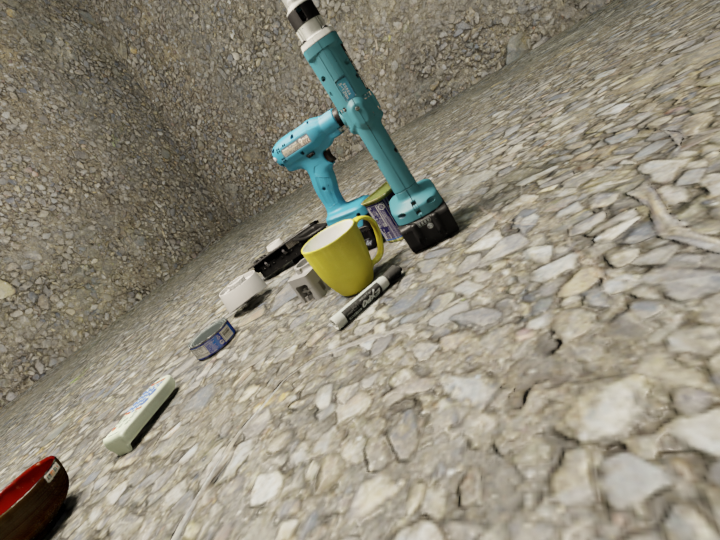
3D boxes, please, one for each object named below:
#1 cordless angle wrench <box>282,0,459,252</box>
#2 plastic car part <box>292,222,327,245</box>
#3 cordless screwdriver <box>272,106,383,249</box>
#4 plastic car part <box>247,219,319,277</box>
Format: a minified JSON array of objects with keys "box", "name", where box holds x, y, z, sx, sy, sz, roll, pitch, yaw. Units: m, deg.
[{"box":[0.000,-0.222,0.589,0.075,0.414,0.099,-30,13,15],"name":"cordless angle wrench"},{"box":[-0.085,-0.056,0.869,0.065,0.069,0.120,-37,16,-15],"name":"plastic car part"},{"box":[-0.032,-0.155,0.750,0.163,0.243,0.074,-25,15,30],"name":"cordless screwdriver"},{"box":[-0.175,-0.044,1.003,0.206,0.065,0.067,-29,16,16],"name":"plastic car part"}]
